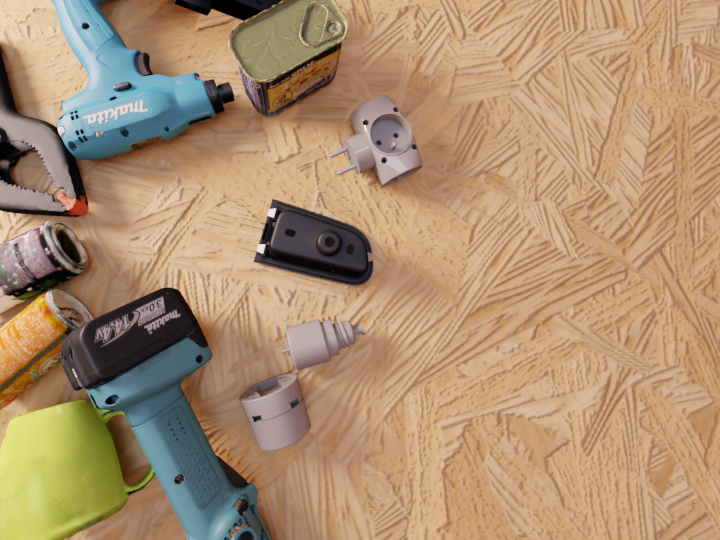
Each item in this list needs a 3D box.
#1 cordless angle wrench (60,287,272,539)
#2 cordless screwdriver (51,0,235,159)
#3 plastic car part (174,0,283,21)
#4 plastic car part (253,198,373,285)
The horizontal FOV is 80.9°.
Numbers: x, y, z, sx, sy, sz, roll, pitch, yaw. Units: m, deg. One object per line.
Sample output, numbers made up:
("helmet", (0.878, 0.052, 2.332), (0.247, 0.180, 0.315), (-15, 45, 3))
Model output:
("cordless angle wrench", (-0.110, 0.222, 0.356), (0.095, 0.076, 0.422), (-28, 92, -46))
("cordless screwdriver", (-0.230, -0.242, 0.405), (0.158, 0.075, 0.249), (-19, 90, -6))
("plastic car part", (-0.129, -0.267, 0.384), (0.195, 0.069, 0.067), (2, 94, -29))
("plastic car part", (-0.038, -0.025, 0.392), (0.117, 0.071, 0.066), (16, 86, 0))
